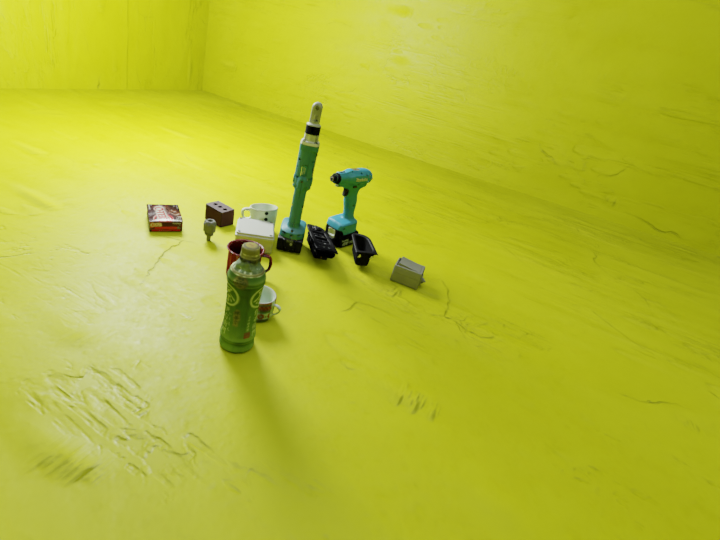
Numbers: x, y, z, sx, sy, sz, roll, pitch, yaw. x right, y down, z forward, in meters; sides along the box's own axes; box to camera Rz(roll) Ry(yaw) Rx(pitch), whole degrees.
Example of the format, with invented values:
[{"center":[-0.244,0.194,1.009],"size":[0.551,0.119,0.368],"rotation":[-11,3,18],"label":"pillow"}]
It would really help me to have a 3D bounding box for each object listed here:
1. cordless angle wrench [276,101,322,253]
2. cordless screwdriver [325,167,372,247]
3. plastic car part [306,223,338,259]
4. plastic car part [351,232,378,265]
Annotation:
[{"center":[-0.161,-0.252,1.176],"size":[0.074,0.417,0.100],"rotation":[13,26,-6],"label":"cordless angle wrench"},{"center":[-0.055,-0.194,1.301],"size":[0.078,0.245,0.153],"rotation":[34,32,33],"label":"cordless screwdriver"},{"center":[-0.122,-0.080,1.251],"size":[0.064,0.066,0.212],"rotation":[5,28,-19],"label":"plastic car part"},{"center":[0.001,-0.054,1.253],"size":[0.064,0.070,0.121],"rotation":[7,28,-15],"label":"plastic car part"}]
